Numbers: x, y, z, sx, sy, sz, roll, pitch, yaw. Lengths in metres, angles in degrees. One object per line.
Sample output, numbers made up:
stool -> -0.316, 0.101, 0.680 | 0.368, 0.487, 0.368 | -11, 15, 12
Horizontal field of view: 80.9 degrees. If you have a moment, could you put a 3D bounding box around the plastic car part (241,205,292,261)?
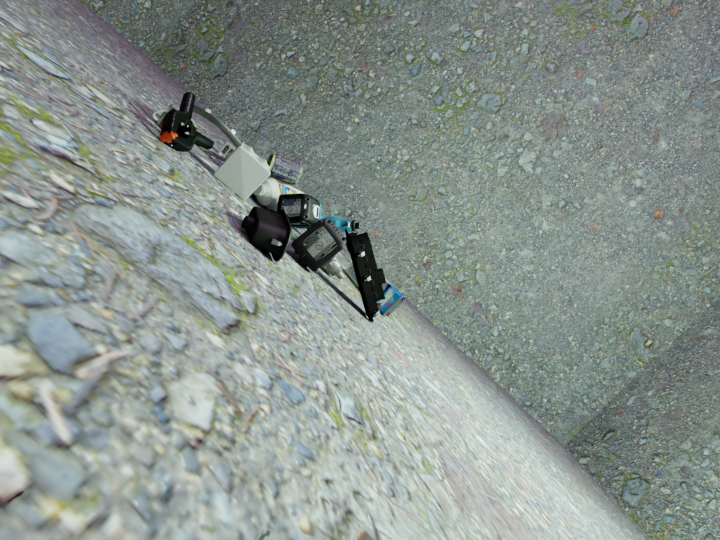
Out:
plastic car part -> -0.157, -0.068, 0.680 | 0.068, 0.066, 0.121 | 24, 15, -25

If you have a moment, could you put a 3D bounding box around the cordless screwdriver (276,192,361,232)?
cordless screwdriver -> -0.106, -0.137, 1.113 | 0.165, 0.075, 0.239 | 2, -5, 20

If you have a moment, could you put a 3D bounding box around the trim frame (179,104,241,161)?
trim frame -> -0.356, -0.322, 1.006 | 0.178, 0.027, 0.256 | 36, -13, -19

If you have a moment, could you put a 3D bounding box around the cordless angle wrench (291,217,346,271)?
cordless angle wrench -> -0.099, -0.065, 1.012 | 0.074, 0.098, 0.426 | 51, -2, -6

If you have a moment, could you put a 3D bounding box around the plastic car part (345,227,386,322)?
plastic car part -> 0.014, 0.004, 0.891 | 0.067, 0.067, 0.199 | -87, 159, -76
